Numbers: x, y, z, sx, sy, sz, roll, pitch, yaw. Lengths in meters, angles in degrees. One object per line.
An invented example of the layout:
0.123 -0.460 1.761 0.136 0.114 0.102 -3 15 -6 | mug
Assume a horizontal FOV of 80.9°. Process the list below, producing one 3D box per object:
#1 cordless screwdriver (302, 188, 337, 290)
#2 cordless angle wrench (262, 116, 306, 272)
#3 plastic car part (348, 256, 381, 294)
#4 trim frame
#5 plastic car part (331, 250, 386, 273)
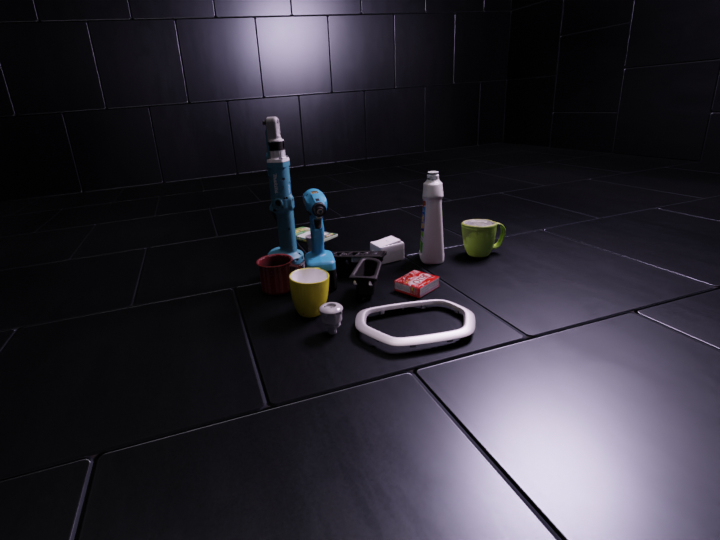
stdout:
-0.100 -0.065 1.023 0.073 0.243 0.165 -6 20 -10 | cordless screwdriver
-0.204 -0.179 1.096 0.101 0.414 0.073 4 20 18 | cordless angle wrench
0.018 0.021 1.019 0.068 0.069 0.116 2 22 14 | plastic car part
0.111 0.102 0.859 0.245 0.027 0.191 -9 23 -11 | trim frame
-0.034 -0.025 1.146 0.210 0.065 0.065 4 22 20 | plastic car part
